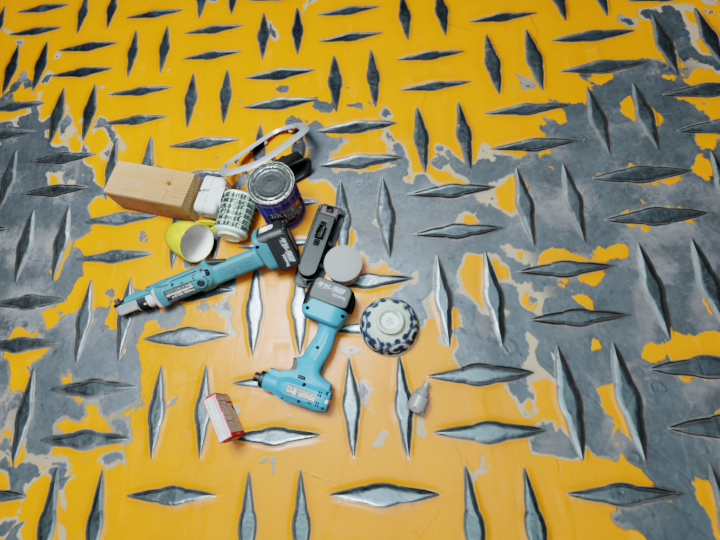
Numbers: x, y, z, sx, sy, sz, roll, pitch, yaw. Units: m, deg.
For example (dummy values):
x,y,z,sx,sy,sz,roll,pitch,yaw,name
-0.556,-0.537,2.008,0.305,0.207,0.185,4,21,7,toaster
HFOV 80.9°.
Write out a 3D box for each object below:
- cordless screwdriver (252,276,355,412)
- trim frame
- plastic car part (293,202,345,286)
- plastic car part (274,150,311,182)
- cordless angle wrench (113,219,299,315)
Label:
x,y,z,sx,sy,sz,roll,pitch,yaw,name
-0.108,0.138,0.846,0.163,0.072,0.250,14,76,12,cordless screwdriver
-0.223,-0.284,0.990,0.194,0.026,0.246,14,52,44,trim frame
-0.090,-0.059,0.925,0.066,0.066,0.204,18,75,0,plastic car part
-0.181,-0.245,1.011,0.116,0.063,0.074,-30,56,-8,plastic car part
-0.341,0.013,0.919,0.425,0.094,0.077,-21,25,5,cordless angle wrench
